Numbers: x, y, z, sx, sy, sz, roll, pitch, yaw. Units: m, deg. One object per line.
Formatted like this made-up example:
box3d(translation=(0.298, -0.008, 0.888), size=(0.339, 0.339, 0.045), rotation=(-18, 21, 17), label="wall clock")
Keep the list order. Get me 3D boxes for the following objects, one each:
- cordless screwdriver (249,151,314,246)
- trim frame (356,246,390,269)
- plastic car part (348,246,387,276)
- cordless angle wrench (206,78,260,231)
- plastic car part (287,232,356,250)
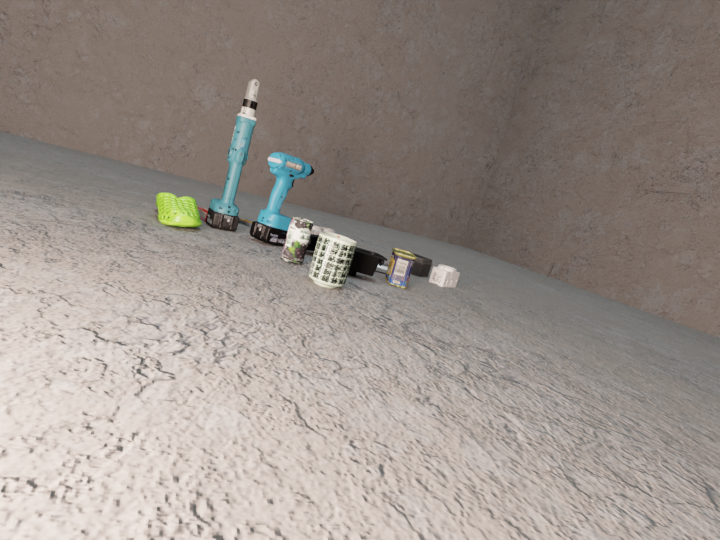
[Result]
box3d(translation=(-0.212, -0.195, 1.181), size=(0.078, 0.247, 0.151), rotation=(22, 10, 34), label="cordless screwdriver")
box3d(translation=(0.030, -0.035, 1.301), size=(0.176, 0.027, 0.261), rotation=(10, 11, -29), label="trim frame")
box3d(translation=(-0.005, -0.020, 1.038), size=(0.113, 0.070, 0.069), rotation=(12, 10, -21), label="plastic car part")
box3d(translation=(-0.345, -0.324, 1.188), size=(0.071, 0.421, 0.103), rotation=(11, 10, -33), label="cordless angle wrench")
box3d(translation=(-0.117, -0.076, 1.195), size=(0.193, 0.067, 0.070), rotation=(9, 11, -32), label="plastic car part")
